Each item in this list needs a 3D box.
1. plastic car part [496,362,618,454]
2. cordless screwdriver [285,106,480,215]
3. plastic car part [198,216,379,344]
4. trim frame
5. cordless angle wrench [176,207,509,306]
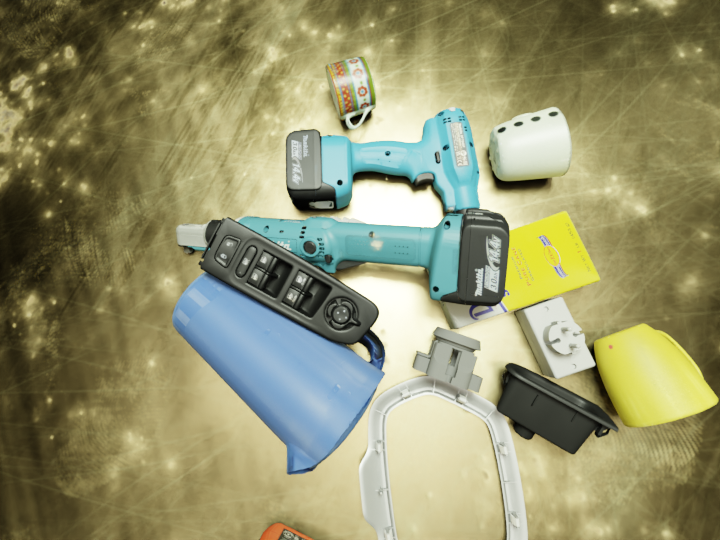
[{"bbox_3d":[0.209,0.162,0.484,0.120,0.064,0.071,24,97,13],"label":"plastic car part"},{"bbox_3d":[0.029,-0.119,0.554,0.249,0.073,0.161,-7,79,2],"label":"cordless screwdriver"},{"bbox_3d":[-0.078,0.017,0.481,0.206,0.066,0.066,29,85,7],"label":"plastic car part"},{"bbox_3d":[0.093,0.253,0.493,0.186,0.027,0.251,-6,80,7],"label":"trim frame"},{"bbox_3d":[-0.051,-0.033,0.519,0.437,0.073,0.096,6,108,20],"label":"cordless angle wrench"}]
